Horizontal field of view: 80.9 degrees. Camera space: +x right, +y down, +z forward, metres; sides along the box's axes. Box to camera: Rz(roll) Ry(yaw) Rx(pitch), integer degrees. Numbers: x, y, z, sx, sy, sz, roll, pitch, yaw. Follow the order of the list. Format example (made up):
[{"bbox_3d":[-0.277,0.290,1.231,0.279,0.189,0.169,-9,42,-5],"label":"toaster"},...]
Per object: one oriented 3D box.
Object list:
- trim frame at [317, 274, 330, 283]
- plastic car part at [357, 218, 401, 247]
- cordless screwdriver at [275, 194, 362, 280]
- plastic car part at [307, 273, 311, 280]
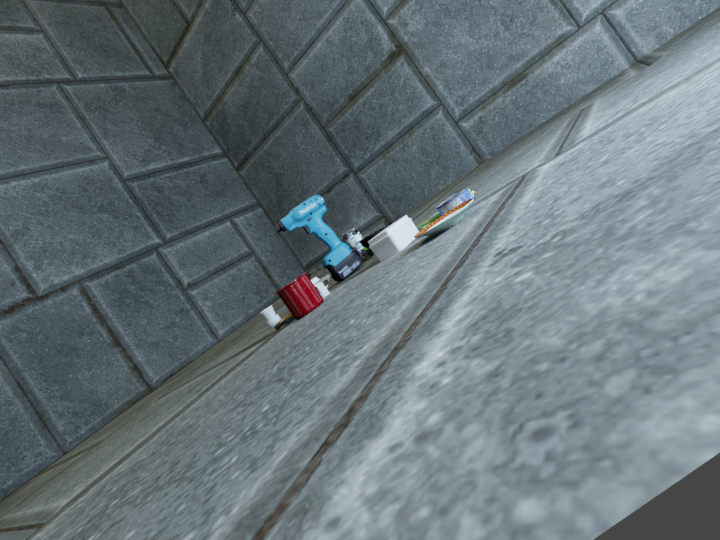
[{"bbox_3d":[-0.057,-0.009,1.451,0.245,0.027,0.187,-36,5,-22],"label":"trim frame"},{"bbox_3d":[0.078,-0.102,1.208,0.068,0.067,0.199,-33,4,40],"label":"plastic car part"},{"bbox_3d":[-0.118,-0.077,1.205,0.158,0.249,0.075,-35,-1,-11],"label":"cordless screwdriver"},{"bbox_3d":[-0.183,0.064,1.324,0.067,0.071,0.115,-34,3,19],"label":"plastic car part"}]
